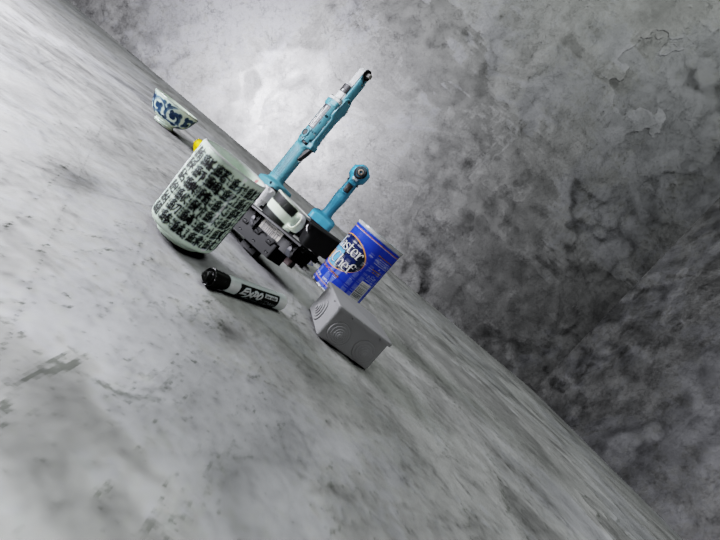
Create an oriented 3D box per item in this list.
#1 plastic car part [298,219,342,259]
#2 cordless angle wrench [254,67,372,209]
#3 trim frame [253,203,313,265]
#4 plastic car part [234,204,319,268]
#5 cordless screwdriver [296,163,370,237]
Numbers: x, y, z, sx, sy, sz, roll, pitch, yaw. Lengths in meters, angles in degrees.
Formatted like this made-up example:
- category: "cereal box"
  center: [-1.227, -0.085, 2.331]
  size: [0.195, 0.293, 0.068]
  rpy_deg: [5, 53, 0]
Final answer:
- category: "plastic car part"
  center: [-0.095, -0.062, 0.967]
  size: [0.111, 0.071, 0.069]
  rpy_deg: [37, 7, -26]
- category: "cordless angle wrench"
  center: [-0.122, -0.326, 1.043]
  size: [0.103, 0.423, 0.070]
  rpy_deg: [46, 8, 37]
- category: "trim frame"
  center: [-0.185, -0.089, 0.808]
  size: [0.245, 0.027, 0.187]
  rpy_deg: [39, 6, -9]
- category: "plastic car part"
  center: [-0.152, -0.063, 0.620]
  size: [0.213, 0.067, 0.063]
  rpy_deg: [43, 6, 26]
- category: "cordless screwdriver"
  center: [-0.066, -0.170, 1.084]
  size: [0.074, 0.249, 0.160]
  rpy_deg: [40, 6, -7]
